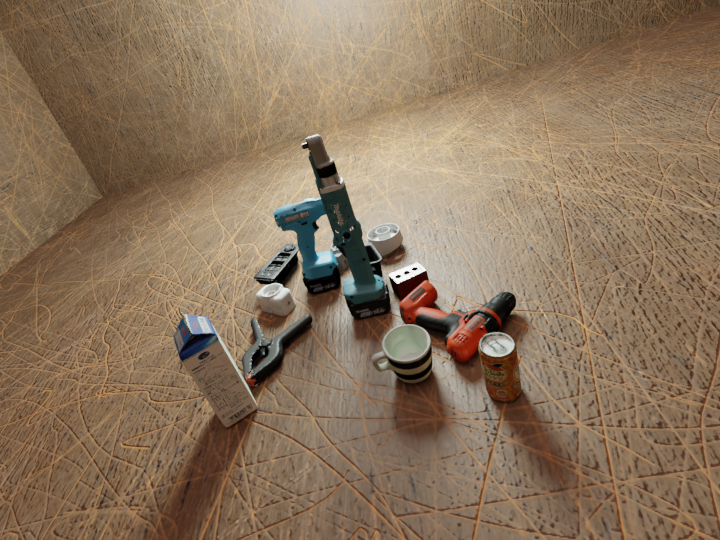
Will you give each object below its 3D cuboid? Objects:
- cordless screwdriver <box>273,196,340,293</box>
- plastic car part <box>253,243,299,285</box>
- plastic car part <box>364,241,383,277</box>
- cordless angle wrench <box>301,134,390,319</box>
[{"bbox_3d":[-0.105,-0.069,1.072,0.160,0.239,0.077,-17,28,4],"label":"cordless screwdriver"},{"bbox_3d":[-0.227,-0.013,1.226,0.069,0.064,0.203,-5,34,24],"label":"plastic car part"},{"bbox_3d":[0.024,-0.015,1.079,0.066,0.068,0.122,-23,30,-5],"label":"plastic car part"},{"bbox_3d":[-0.031,-0.083,0.890,0.099,0.407,0.076,-14,29,9],"label":"cordless angle wrench"}]
